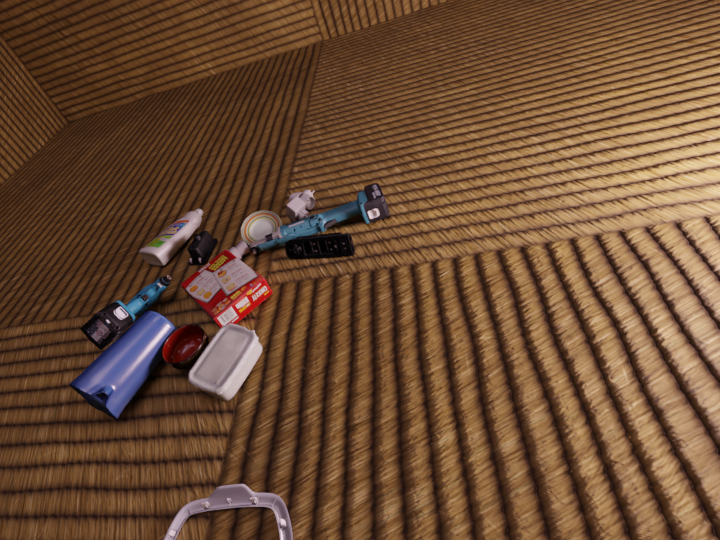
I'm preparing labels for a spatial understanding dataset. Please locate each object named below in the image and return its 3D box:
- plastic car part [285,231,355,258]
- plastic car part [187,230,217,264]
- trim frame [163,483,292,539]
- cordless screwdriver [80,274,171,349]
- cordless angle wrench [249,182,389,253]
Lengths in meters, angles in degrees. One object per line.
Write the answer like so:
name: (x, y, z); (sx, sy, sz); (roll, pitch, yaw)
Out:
plastic car part: (-0.115, -0.075, 1.172); (0.209, 0.064, 0.068); (-6, 35, 18)
plastic car part: (-0.511, -0.081, 1.347); (0.068, 0.067, 0.118); (-2, 49, 19)
trim frame: (-0.231, 0.463, 0.709); (0.253, 0.026, 0.190); (-14, 42, 13)
cordless screwdriver: (-0.605, 0.096, 1.122); (0.160, 0.073, 0.251); (-39, 12, 12)
cordless angle wrench: (-0.131, -0.135, 1.237); (0.427, 0.071, 0.102); (-19, 42, 8)
